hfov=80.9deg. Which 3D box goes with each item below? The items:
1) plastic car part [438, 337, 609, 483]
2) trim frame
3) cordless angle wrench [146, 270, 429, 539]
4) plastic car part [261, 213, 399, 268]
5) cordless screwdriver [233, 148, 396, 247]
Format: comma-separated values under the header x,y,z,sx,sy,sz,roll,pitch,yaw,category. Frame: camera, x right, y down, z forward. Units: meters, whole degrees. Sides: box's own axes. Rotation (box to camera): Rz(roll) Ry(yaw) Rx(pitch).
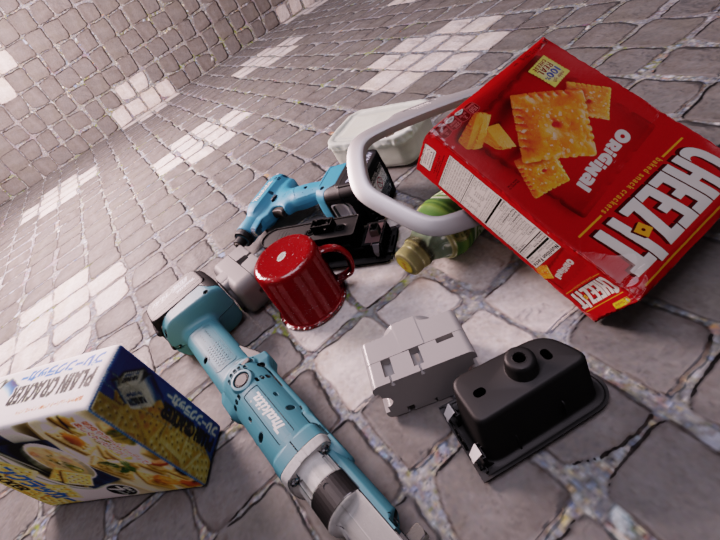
x,y,z,sx,sy,sz,roll,pitch,yaw,category
0.116,0.087,0.313,0.117,0.067,0.069,-32,38,2,plastic car part
0.106,-0.129,0.462,0.247,0.026,0.192,-25,62,-5,trim frame
-0.106,0.121,0.425,0.097,0.071,0.448,-44,42,-17,cordless angle wrench
-0.056,-0.037,0.572,0.210,0.063,0.067,-9,49,29,plastic car part
-0.082,-0.098,0.646,0.260,0.071,0.160,-1,47,37,cordless screwdriver
